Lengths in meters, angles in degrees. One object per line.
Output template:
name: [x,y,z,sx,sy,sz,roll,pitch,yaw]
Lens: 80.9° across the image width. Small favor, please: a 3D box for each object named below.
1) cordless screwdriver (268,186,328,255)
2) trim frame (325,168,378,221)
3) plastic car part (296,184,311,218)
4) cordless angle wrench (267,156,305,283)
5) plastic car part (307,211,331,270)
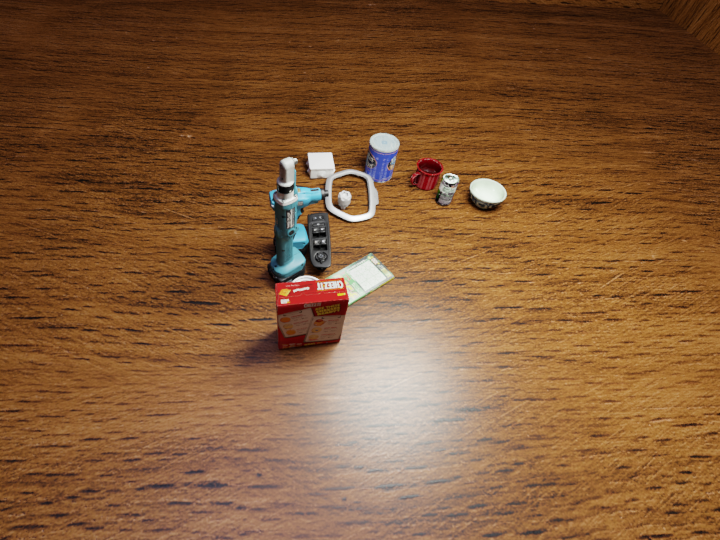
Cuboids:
cordless screwdriver: [-0.175,-0.137,1.199,0.156,0.243,0.077,-8,54,-14]
trim frame: [-0.029,-0.259,1.444,0.183,0.027,0.256,1,51,-3]
plastic car part: [-0.204,-0.214,1.369,0.066,0.069,0.119,10,51,1]
cordless angle wrench: [-0.188,-0.111,1.068,0.096,0.413,0.078,-28,62,-27]
plastic car part: [-0.124,-0.081,1.270,0.066,0.065,0.210,-2,52,-8]
